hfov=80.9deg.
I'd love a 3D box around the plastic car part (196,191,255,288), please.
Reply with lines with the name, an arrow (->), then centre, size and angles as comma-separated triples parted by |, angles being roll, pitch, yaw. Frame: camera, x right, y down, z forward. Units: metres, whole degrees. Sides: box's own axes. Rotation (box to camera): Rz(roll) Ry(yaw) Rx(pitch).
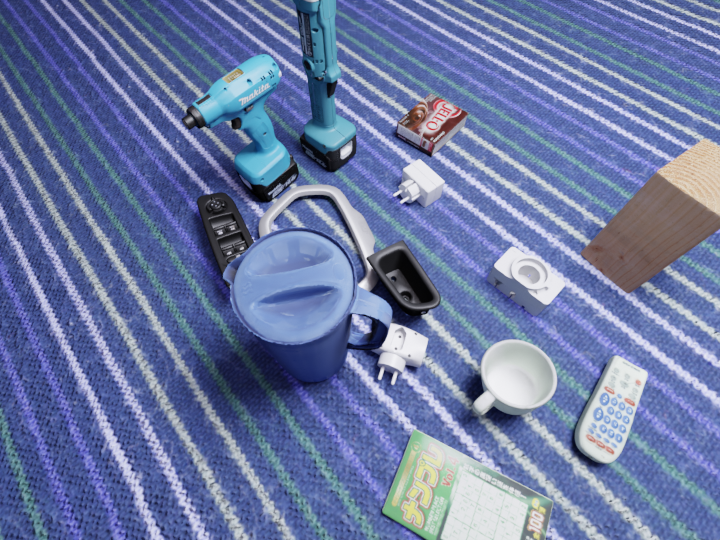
plastic car part -> -0.217, -0.051, 0.707 | 0.066, 0.065, 0.212 | -25, 62, -11

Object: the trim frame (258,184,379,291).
trim frame -> -0.070, -0.046, 0.712 | 0.183, 0.026, 0.259 | -22, 61, -7

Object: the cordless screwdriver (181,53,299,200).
cordless screwdriver -> -0.186, -0.208, 0.691 | 0.077, 0.241, 0.158 | 41, 71, 19

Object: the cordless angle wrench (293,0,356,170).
cordless angle wrench -> -0.061, -0.325, 0.647 | 0.074, 0.410, 0.102 | -41, 69, -19

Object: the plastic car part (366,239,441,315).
plastic car part -> 0.065, 0.025, 0.637 | 0.065, 0.069, 0.122 | -26, 63, -11
